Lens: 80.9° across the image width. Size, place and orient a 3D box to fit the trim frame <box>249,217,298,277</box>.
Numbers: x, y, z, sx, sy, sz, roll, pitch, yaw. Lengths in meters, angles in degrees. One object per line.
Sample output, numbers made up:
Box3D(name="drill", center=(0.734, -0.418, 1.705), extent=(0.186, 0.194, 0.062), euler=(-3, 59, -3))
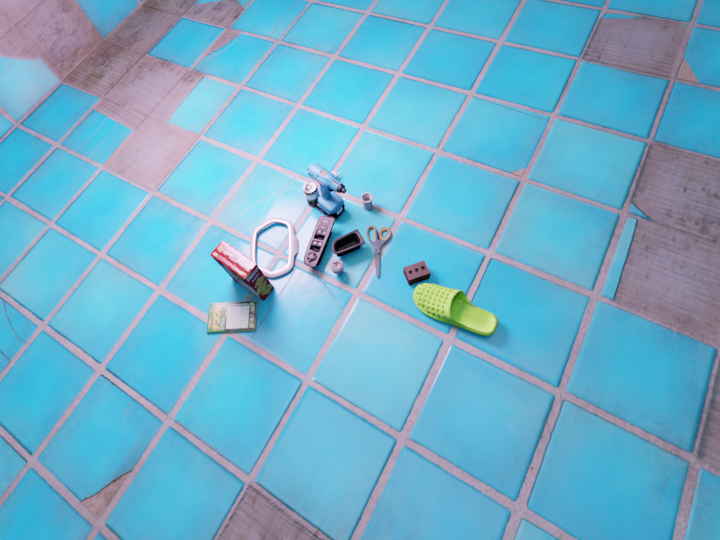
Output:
Box3D(name="trim frame", center=(-0.324, -0.088, 1.582), extent=(0.186, 0.026, 0.255), euler=(-7, 63, 7))

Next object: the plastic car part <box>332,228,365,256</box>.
Box3D(name="plastic car part", center=(-0.047, -0.087, 1.507), extent=(0.116, 0.068, 0.069), euler=(-25, 64, -4))

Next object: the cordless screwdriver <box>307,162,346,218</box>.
Box3D(name="cordless screwdriver", center=(-0.102, -0.267, 1.510), extent=(0.166, 0.240, 0.074), euler=(39, 75, 21))

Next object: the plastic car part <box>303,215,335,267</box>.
Box3D(name="plastic car part", center=(-0.150, -0.098, 1.534), extent=(0.068, 0.064, 0.204), euler=(15, 68, 14))
